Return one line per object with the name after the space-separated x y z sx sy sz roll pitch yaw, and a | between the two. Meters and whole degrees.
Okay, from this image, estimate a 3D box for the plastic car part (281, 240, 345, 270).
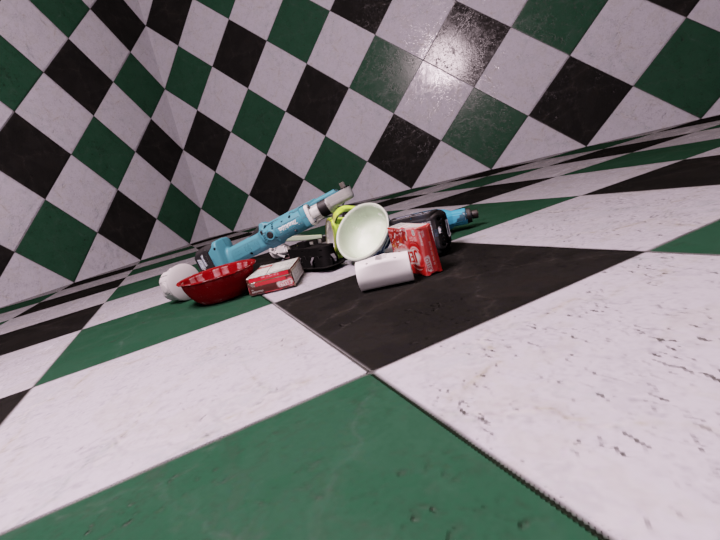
-0.105 -0.031 0.903 0.064 0.066 0.213 -12 10 -34 | plastic car part

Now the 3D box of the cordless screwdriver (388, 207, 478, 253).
0.146 -0.085 0.810 0.163 0.074 0.245 -11 8 17 | cordless screwdriver

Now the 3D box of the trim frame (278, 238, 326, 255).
-0.107 -0.070 1.098 0.190 0.027 0.242 -9 5 21 | trim frame

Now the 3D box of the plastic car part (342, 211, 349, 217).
0.006 -0.128 1.174 0.075 0.065 0.111 20 13 41 | plastic car part

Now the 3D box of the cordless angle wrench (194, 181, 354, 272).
-0.199 -0.087 0.976 0.433 0.097 0.073 -23 5 23 | cordless angle wrench
